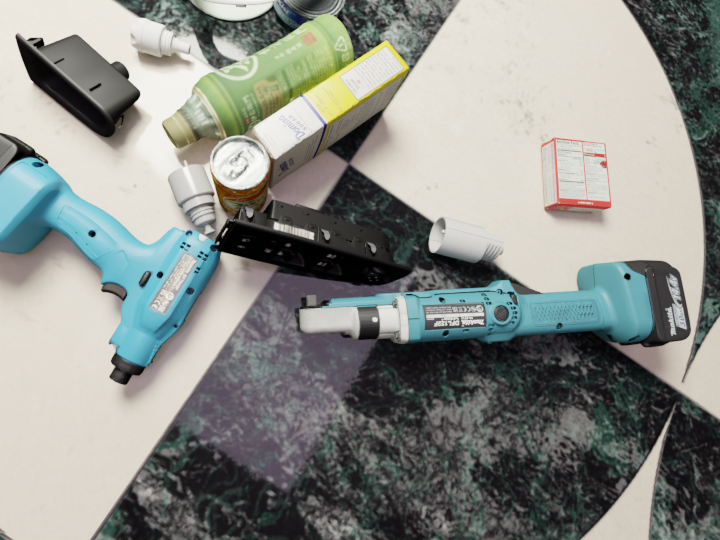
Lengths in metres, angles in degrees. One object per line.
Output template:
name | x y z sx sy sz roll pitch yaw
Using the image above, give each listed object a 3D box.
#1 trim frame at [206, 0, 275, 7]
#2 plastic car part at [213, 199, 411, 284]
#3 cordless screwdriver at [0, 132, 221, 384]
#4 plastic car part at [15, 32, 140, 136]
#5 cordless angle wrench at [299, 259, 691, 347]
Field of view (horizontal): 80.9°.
trim frame | -0.136 -0.391 0.488 0.182 0.027 0.255 -16 71 -7
plastic car part | -0.043 -0.028 0.440 0.195 0.067 0.069 18 52 -21
cordless screwdriver | -0.278 -0.013 0.404 0.245 0.075 0.159 30 77 -8
plastic car part | -0.283 -0.200 0.446 0.115 0.067 0.071 38 62 -7
cordless angle wrench | 0.143 0.046 0.469 0.417 0.074 0.099 -2 82 -8
